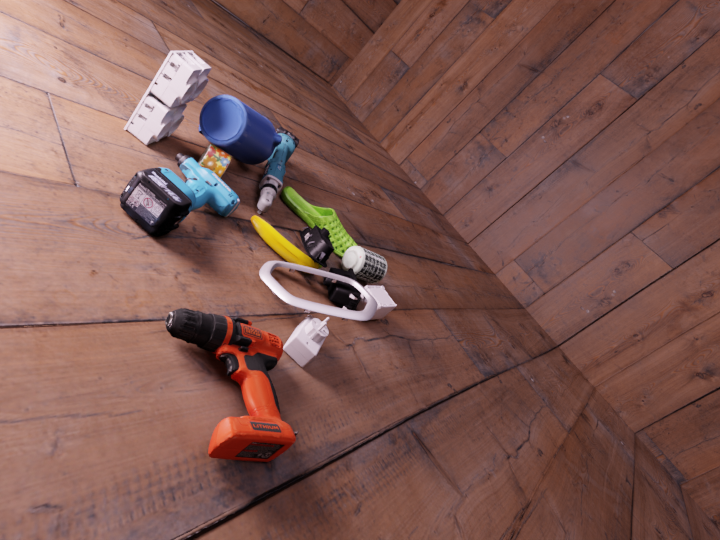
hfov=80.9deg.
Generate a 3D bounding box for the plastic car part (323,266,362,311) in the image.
[{"bbox_3d":[-0.048,0.036,0.947,0.068,0.066,0.122,16,29,-25],"label":"plastic car part"}]

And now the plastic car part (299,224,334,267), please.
[{"bbox_3d":[-0.095,-0.062,0.975,0.064,0.067,0.209,47,8,-21],"label":"plastic car part"}]

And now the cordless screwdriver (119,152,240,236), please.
[{"bbox_3d":[-0.331,-0.153,0.769,0.159,0.075,0.247,43,18,-3],"label":"cordless screwdriver"}]

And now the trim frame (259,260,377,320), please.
[{"bbox_3d":[-0.079,0.037,0.826,0.240,0.027,0.192,12,24,-20],"label":"trim frame"}]

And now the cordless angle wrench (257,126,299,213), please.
[{"bbox_3d":[-0.231,-0.273,1.142,0.071,0.099,0.436,32,28,-23],"label":"cordless angle wrench"}]
